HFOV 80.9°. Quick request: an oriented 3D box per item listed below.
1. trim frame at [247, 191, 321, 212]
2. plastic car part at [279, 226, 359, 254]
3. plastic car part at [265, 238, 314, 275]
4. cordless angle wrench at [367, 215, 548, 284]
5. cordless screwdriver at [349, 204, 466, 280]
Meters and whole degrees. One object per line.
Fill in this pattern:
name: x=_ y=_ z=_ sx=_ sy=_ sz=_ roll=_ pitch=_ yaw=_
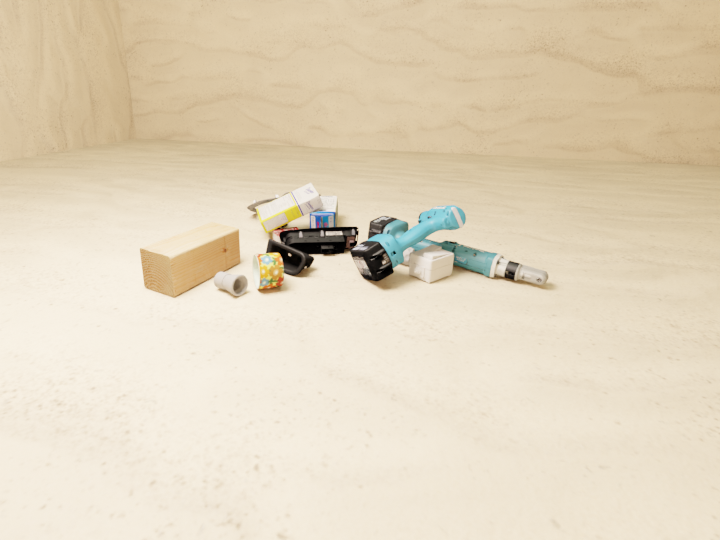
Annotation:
trim frame: x=-0.245 y=-0.220 z=1.360 sx=0.240 sy=0.028 sz=0.190 roll=-9 pitch=-1 yaw=-28
plastic car part: x=-0.105 y=-0.069 z=1.074 sx=0.202 sy=0.064 sz=0.069 roll=1 pitch=48 yaw=-4
plastic car part: x=-0.157 y=-0.028 z=0.979 sx=0.122 sy=0.065 sz=0.068 roll=19 pitch=13 yaw=29
cordless angle wrench: x=0.216 y=-0.043 z=1.009 sx=0.445 sy=0.073 sz=0.095 roll=20 pitch=29 yaw=32
cordless screwdriver: x=0.096 y=-0.072 z=0.949 sx=0.246 sy=0.073 sz=0.164 roll=-30 pitch=15 yaw=-12
